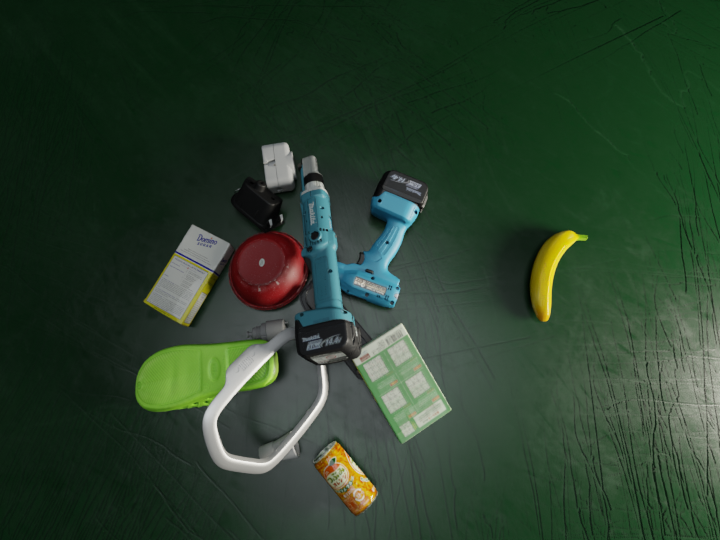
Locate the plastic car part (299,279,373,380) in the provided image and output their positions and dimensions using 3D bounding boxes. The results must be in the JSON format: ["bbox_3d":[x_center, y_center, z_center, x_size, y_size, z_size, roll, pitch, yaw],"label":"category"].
[{"bbox_3d":[-0.042,0.101,0.774,0.066,0.065,0.209,-40,74,-2],"label":"plastic car part"}]

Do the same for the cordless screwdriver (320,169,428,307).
[{"bbox_3d":[0.026,-0.069,0.810,0.162,0.073,0.250,19,80,7],"label":"cordless screwdriver"}]

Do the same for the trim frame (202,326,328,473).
[{"bbox_3d":[-0.143,0.207,0.687,0.246,0.029,0.178,-45,115,-29],"label":"trim frame"}]

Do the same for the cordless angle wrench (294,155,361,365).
[{"bbox_3d":[-0.076,-0.049,0.772,0.100,0.070,0.437,-17,59,14],"label":"cordless angle wrench"}]

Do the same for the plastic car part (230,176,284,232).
[{"bbox_3d":[-0.200,-0.140,0.832,0.119,0.064,0.071,40,125,11],"label":"plastic car part"}]
